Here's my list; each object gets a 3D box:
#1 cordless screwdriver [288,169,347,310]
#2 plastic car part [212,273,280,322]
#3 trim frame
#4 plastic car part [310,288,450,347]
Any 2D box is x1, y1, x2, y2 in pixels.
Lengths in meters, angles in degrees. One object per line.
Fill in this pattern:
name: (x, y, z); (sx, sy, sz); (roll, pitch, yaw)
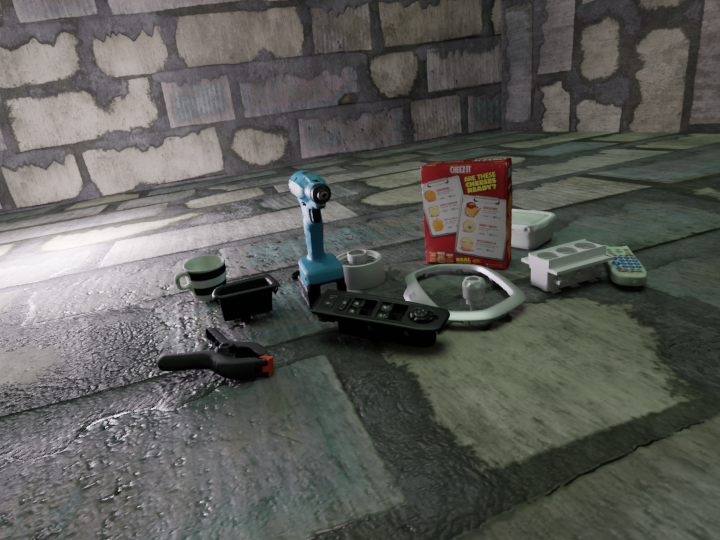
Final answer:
cordless screwdriver: (-0.073, -0.048, 0.745); (0.073, 0.243, 0.166); (-12, 20, -16)
plastic car part: (-0.206, 0.057, 0.766); (0.113, 0.069, 0.069); (-17, 22, -23)
trim frame: (0.172, 0.034, 0.748); (0.183, 0.027, 0.256); (-10, 22, -4)
plastic car part: (0.029, 0.077, 0.638); (0.211, 0.065, 0.065); (3, 22, 25)
